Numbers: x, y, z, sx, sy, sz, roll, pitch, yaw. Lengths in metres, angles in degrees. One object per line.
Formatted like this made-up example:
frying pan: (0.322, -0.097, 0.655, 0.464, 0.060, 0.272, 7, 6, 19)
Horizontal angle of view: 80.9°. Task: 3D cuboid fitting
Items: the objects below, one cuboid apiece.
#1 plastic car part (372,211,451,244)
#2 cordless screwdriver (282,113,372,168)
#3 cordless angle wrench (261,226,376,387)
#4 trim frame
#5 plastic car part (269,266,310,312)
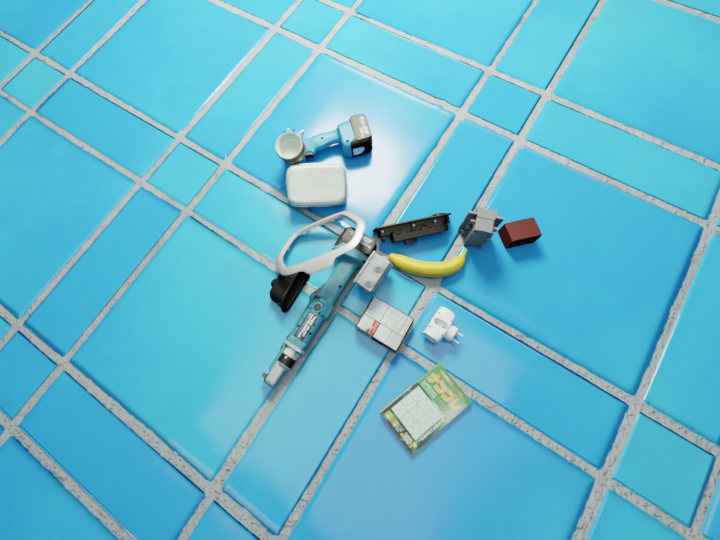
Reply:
plastic car part: (0.138, -0.105, 1.071, 0.203, 0.065, 0.068, -16, 81, -1)
cordless screwdriver: (-0.091, -0.335, 1.170, 0.251, 0.072, 0.163, -10, 71, 5)
cordless angle wrench: (-0.101, 0.091, 1.019, 0.101, 0.072, 0.423, 29, 78, 12)
trim frame: (-0.101, -0.066, 1.031, 0.253, 0.026, 0.190, -21, 39, 15)
plastic car part: (-0.188, 0.037, 1.054, 0.074, 0.063, 0.116, 27, 77, 27)
